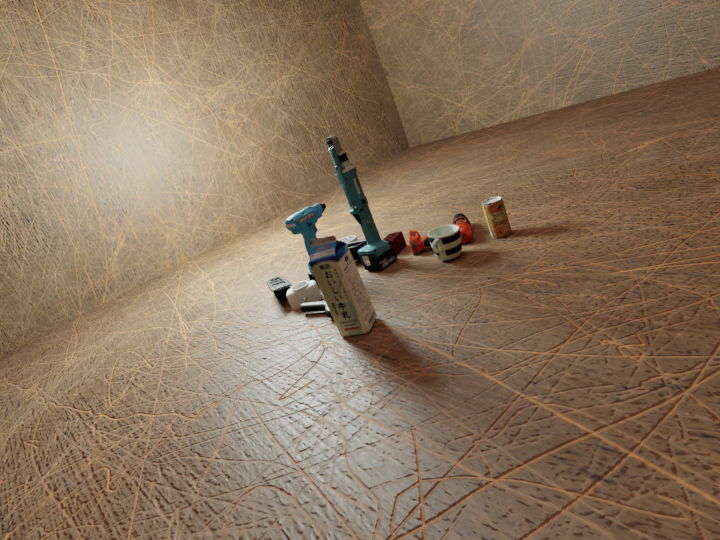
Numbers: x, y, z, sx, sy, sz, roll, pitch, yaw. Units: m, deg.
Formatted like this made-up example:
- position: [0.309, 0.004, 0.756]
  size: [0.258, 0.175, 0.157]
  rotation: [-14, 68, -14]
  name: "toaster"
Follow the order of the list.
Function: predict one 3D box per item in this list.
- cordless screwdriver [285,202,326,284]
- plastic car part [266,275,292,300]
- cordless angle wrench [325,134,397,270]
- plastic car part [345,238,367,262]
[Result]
- position: [-0.133, -0.087, 1.362]
  size: [0.078, 0.243, 0.156]
  rotation: [-5, 23, 49]
  name: "cordless screwdriver"
- position: [-0.265, 0.058, 1.394]
  size: [0.065, 0.065, 0.211]
  rotation: [-26, 19, -13]
  name: "plastic car part"
- position: [-0.008, -0.202, 1.267]
  size: [0.096, 0.413, 0.078]
  rotation: [-31, 17, -30]
  name: "cordless angle wrench"
- position: [-0.016, -0.060, 1.423]
  size: [0.122, 0.069, 0.065]
  rotation: [-7, 23, 41]
  name: "plastic car part"
